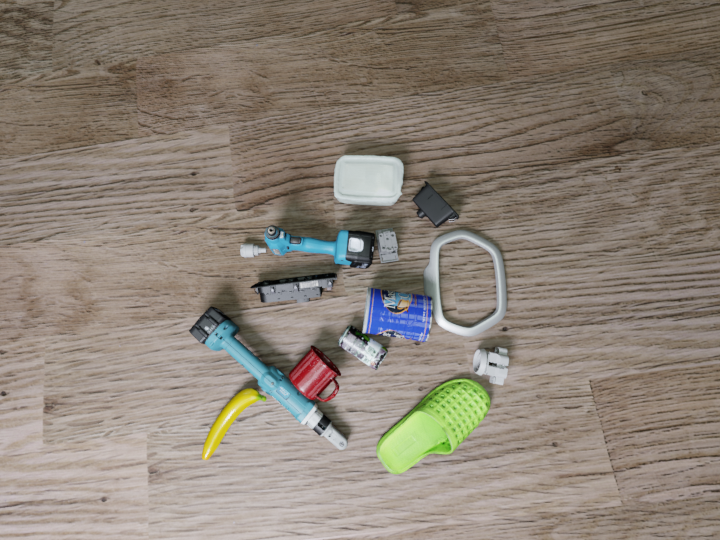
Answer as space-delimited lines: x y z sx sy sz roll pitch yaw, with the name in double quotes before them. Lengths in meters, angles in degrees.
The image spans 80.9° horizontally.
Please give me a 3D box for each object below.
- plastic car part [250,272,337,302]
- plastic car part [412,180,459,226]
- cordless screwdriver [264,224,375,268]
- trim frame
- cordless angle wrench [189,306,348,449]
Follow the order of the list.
"plastic car part" -0.156 0.043 0.997 0.204 0.067 0.066 -3 105 2
"plastic car part" 0.172 -0.149 1.015 0.071 0.064 0.120 -44 76 8
"cordless screwdriver" -0.094 -0.062 0.963 0.250 0.157 0.075 7 80 2
"trim frame" 0.242 0.026 0.983 0.185 0.027 0.251 -1 79 3
"cordless angle wrench" -0.195 0.245 0.939 0.430 0.096 0.074 39 79 8
